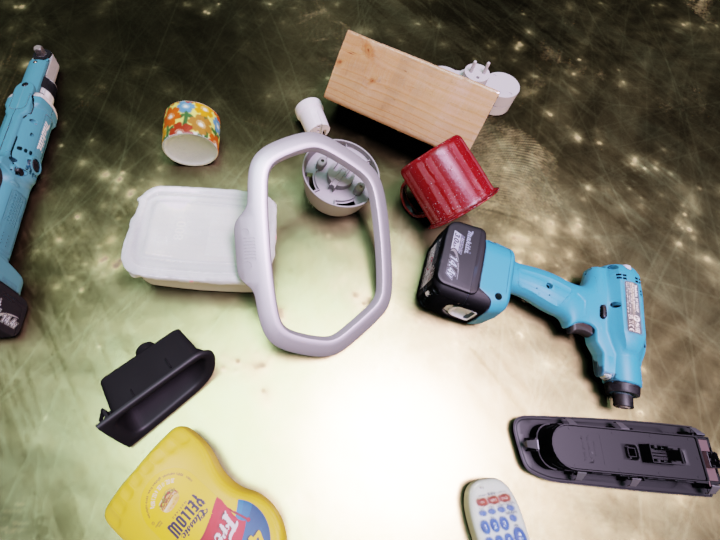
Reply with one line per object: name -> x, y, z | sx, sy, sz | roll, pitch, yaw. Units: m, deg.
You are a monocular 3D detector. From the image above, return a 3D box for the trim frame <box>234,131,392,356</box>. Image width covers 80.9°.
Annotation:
trim frame -> -0.046, -0.030, 0.469 | 0.178, 0.028, 0.248 | -6, 91, -26

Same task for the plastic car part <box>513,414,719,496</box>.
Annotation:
plastic car part -> 0.261, 0.183, 0.419 | 0.204, 0.066, 0.067 | 4, 72, 2

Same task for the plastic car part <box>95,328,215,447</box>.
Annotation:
plastic car part -> -0.214, 0.108, 0.435 | 0.074, 0.063, 0.115 | 36, 64, 27

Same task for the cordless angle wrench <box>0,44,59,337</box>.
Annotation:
cordless angle wrench -> -0.432, -0.128, 0.525 | 0.073, 0.096, 0.437 | -5, 61, -8

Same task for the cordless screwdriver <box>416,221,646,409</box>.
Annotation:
cordless screwdriver -> 0.193, 0.046, 0.474 | 0.249, 0.073, 0.161 | 15, 65, 0
